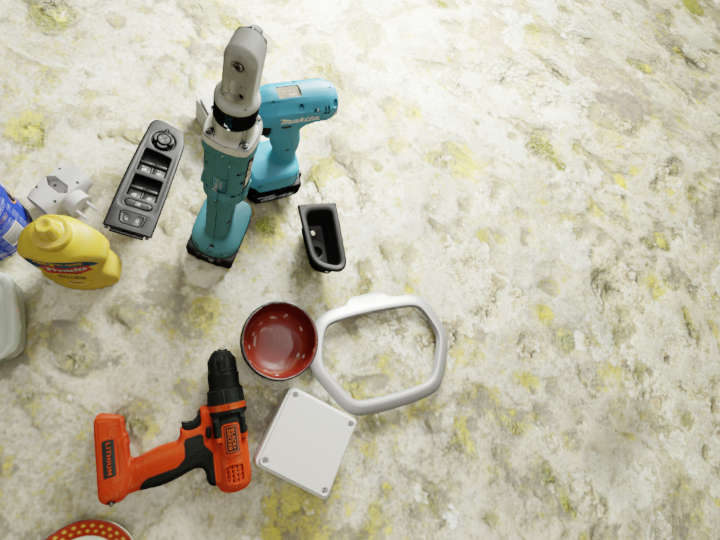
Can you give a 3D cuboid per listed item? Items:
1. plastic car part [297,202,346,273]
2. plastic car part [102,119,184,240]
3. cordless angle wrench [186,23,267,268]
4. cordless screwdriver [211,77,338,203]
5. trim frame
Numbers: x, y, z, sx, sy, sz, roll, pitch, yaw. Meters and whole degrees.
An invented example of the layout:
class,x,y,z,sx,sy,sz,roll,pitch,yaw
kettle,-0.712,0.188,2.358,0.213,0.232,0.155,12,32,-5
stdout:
class,x,y,z,sx,sy,sz,roll,pitch,yaw
plastic car part,-0.067,-0.044,0.689,0.064,0.071,0.119,-6,74,-20
plastic car part,-0.322,-0.137,0.651,0.065,0.067,0.206,14,68,-14
cordless angle wrench,-0.155,-0.105,0.491,0.073,0.427,0.099,22,68,-14
cordless screwdriver,-0.141,-0.180,0.618,0.155,0.251,0.076,-16,80,-23
trim frame,0.034,0.125,0.681,0.242,0.028,0.188,-11,74,-19
